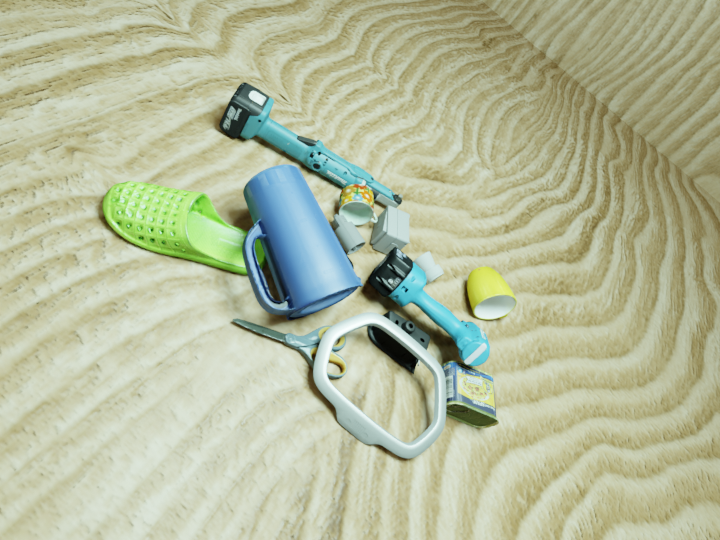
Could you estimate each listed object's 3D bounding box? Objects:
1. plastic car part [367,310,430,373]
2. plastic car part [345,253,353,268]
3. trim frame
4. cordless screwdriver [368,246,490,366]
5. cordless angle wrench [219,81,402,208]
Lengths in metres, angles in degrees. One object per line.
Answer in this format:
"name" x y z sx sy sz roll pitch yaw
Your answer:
"plastic car part" 0.075 0.116 0.749 0.115 0.072 0.066 38 47 -7
"plastic car part" -0.077 -0.050 0.790 0.064 0.068 0.207 -24 75 -47
"trim frame" 0.036 0.180 0.679 0.246 0.028 0.183 39 63 -4
"cordless screwdriver" 0.135 0.063 0.806 0.252 0.074 0.157 42 15 6
"cordless angle wrench" -0.089 -0.241 0.904 0.411 0.099 0.075 29 49 -16
